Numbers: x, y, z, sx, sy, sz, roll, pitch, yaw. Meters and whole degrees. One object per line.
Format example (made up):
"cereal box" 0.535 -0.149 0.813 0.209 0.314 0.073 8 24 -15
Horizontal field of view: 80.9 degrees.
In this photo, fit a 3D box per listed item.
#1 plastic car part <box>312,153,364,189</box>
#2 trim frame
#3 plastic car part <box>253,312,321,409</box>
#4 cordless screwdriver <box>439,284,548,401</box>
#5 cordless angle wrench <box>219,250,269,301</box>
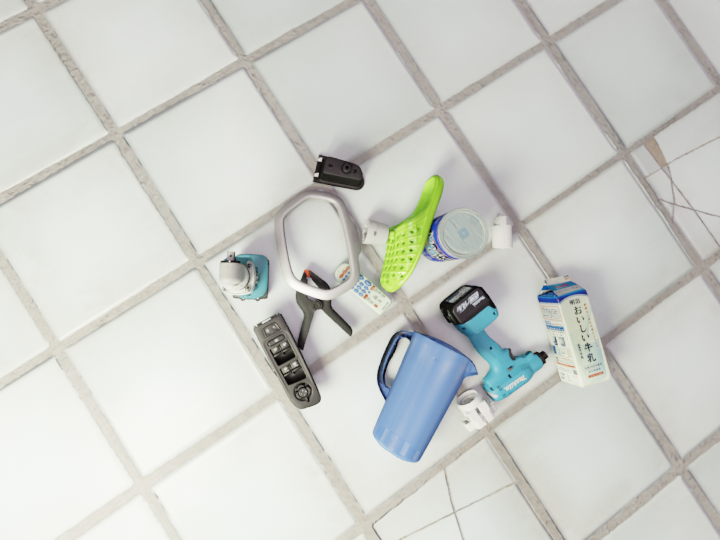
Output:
"plastic car part" -0.042 -0.220 0.933 0.116 0.071 0.066 13 86 -3
"trim frame" -0.090 -0.059 0.918 0.182 0.027 0.254 -11 75 -8
"plastic car part" -0.152 0.193 0.884 0.065 0.067 0.205 -27 85 -16
"cordless screwdriver" 0.297 0.143 0.930 0.158 0.075 0.248 -31 93 -8
"cordless angle wrench" -0.197 0.010 0.716 0.073 0.427 0.098 2 88 -11
